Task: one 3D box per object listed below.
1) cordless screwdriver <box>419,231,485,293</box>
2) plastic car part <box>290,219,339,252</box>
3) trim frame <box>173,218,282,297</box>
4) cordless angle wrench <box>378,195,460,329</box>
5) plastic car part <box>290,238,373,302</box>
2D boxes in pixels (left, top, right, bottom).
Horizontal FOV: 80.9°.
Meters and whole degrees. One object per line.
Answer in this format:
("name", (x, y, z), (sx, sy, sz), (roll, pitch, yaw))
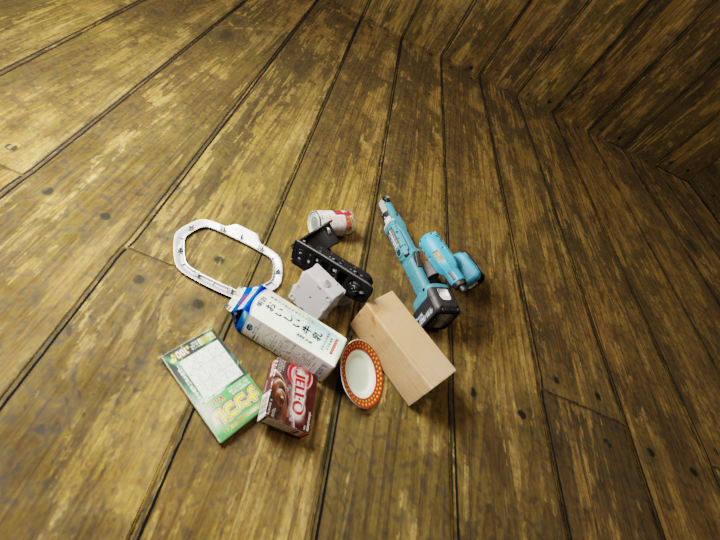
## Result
("cordless screwdriver", (0.242, 0.003, 1.046), (0.235, 0.075, 0.166), (23, 32, -55))
("plastic car part", (-0.097, -0.063, 0.992), (0.064, 0.120, 0.070), (-35, 99, -44))
("trim frame", (-0.284, -0.030, 0.915), (0.247, 0.027, 0.186), (25, 43, -3))
("cordless angle wrench", (0.124, -0.044, 1.107), (0.071, 0.097, 0.442), (5, 45, -28))
("plastic car part", (-0.055, -0.001, 0.912), (0.212, 0.065, 0.065), (33, 30, 24))
